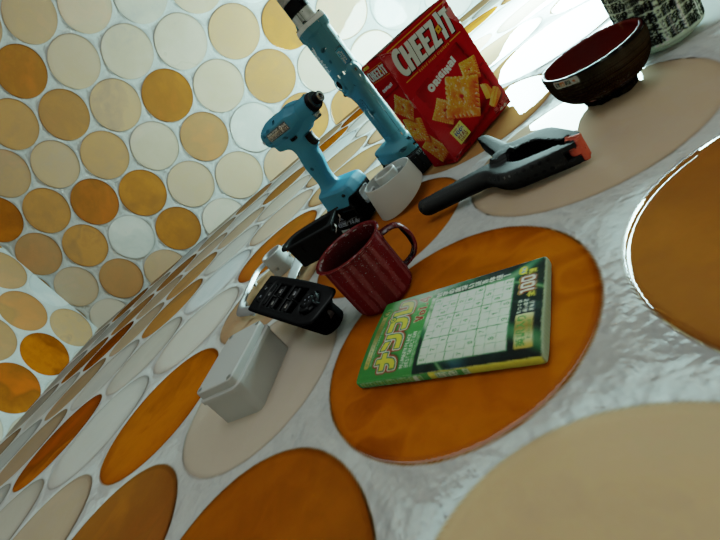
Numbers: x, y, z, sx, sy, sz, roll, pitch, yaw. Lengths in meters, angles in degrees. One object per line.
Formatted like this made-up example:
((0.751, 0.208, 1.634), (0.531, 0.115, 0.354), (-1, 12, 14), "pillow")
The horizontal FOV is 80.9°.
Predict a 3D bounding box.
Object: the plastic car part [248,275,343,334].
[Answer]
((-0.088, 0.053, 0.587), (0.066, 0.065, 0.211), (-50, 23, -22), "plastic car part")

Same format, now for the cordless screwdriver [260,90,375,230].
((-0.056, -0.193, 0.757), (0.165, 0.241, 0.074), (-19, 28, 49), "cordless screwdriver")

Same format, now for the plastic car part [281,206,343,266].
((-0.073, -0.048, 0.743), (0.119, 0.069, 0.067), (-30, 22, 27), "plastic car part")

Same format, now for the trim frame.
((-0.172, 0.008, 0.862), (0.187, 0.026, 0.253), (-33, 23, 20), "trim frame")

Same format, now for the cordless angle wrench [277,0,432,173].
((-0.020, -0.338, 0.740), (0.074, 0.410, 0.101), (-45, 17, -14), "cordless angle wrench")
